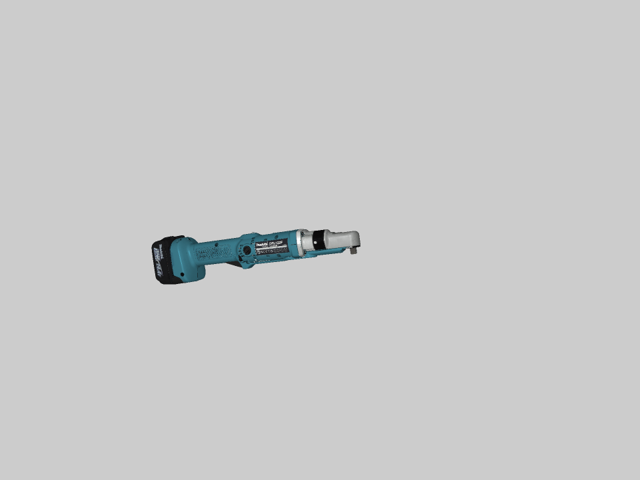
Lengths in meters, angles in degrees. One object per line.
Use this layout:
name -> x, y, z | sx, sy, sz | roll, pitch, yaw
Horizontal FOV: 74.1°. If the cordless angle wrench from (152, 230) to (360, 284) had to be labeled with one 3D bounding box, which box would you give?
cordless angle wrench -> -0.129, 0.020, 0.813 | 0.424, 0.098, 0.074 | -7, 1, 21
